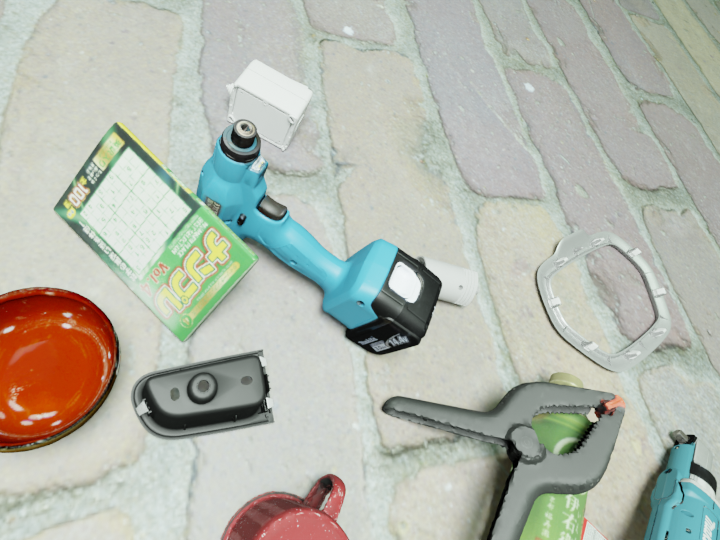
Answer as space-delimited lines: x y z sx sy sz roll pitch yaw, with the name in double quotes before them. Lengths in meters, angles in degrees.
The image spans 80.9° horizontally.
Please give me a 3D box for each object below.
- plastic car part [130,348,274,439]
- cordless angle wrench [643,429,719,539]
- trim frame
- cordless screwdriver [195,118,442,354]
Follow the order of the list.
"plastic car part" -0.124 0.099 0.346 0.112 0.071 0.068 -3 66 -27
"cordless angle wrench" 0.275 0.274 0.372 0.409 0.074 0.101 -24 68 -44
"trim frame" 0.343 0.030 0.586 0.242 0.027 0.189 -21 72 -27
"cordless screwdriver" -0.038 -0.025 0.391 0.246 0.160 0.074 34 58 -6
